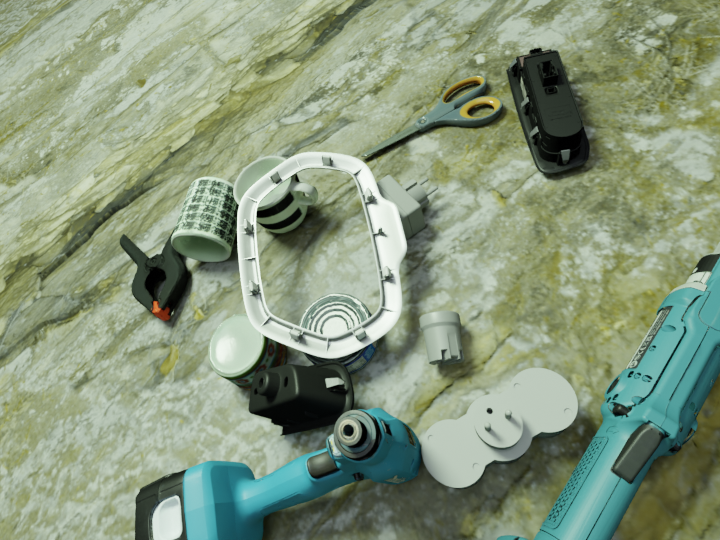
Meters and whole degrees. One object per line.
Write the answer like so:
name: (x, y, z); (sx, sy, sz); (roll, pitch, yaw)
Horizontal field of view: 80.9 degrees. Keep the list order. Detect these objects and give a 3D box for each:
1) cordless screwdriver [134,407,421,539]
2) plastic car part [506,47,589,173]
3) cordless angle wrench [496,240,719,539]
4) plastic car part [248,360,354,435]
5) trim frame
cordless screwdriver: (-0.076, 0.179, 0.351); (0.251, 0.151, 0.077); (-24, 57, 7)
plastic car part: (0.233, -0.210, 0.519); (0.067, 0.064, 0.208); (-4, 63, 9)
cordless angle wrench: (0.223, 0.108, 0.327); (0.078, 0.094, 0.421); (35, 73, 22)
plastic car part: (-0.068, 0.115, 0.404); (0.119, 0.068, 0.068); (-32, 46, 46)
trim frame: (-0.046, -0.030, 0.468); (0.184, 0.027, 0.256); (-11, 66, 1)
